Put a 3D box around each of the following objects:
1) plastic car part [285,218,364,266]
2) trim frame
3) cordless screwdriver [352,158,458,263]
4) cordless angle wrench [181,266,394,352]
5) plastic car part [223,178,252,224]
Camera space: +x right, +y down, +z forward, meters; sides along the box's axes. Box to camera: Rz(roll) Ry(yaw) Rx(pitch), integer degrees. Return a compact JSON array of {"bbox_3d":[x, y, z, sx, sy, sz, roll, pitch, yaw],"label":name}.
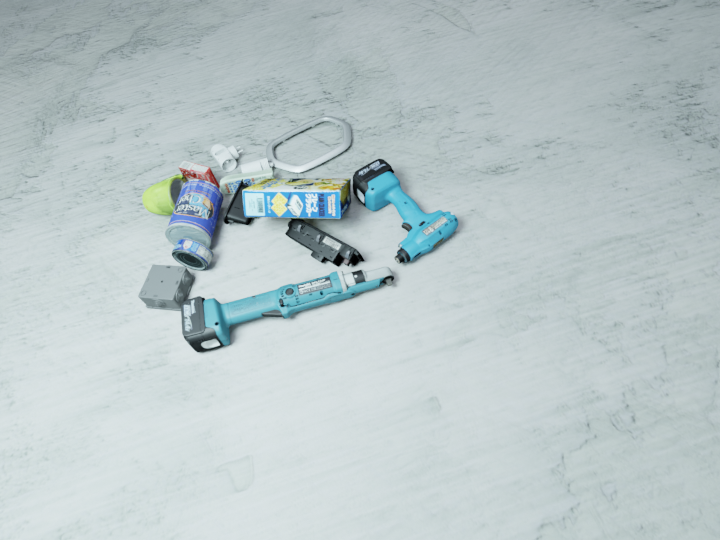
[{"bbox_3d":[-0.091,-0.059,0.927,0.213,0.063,0.067,34,91,27],"label":"plastic car part"},{"bbox_3d":[-0.139,-0.346,1.150,0.246,0.026,0.193,-32,57,-10],"label":"trim frame"},{"bbox_3d":[0.072,-0.131,0.938,0.157,0.072,0.261,-36,61,-15],"label":"cordless screwdriver"},{"bbox_3d":[-0.139,0.058,0.847,0.421,0.071,0.102,-15,55,-4],"label":"cordless angle wrench"},{"bbox_3d":[-0.278,-0.152,1.025,0.071,0.065,0.118,14,61,0],"label":"plastic car part"}]
